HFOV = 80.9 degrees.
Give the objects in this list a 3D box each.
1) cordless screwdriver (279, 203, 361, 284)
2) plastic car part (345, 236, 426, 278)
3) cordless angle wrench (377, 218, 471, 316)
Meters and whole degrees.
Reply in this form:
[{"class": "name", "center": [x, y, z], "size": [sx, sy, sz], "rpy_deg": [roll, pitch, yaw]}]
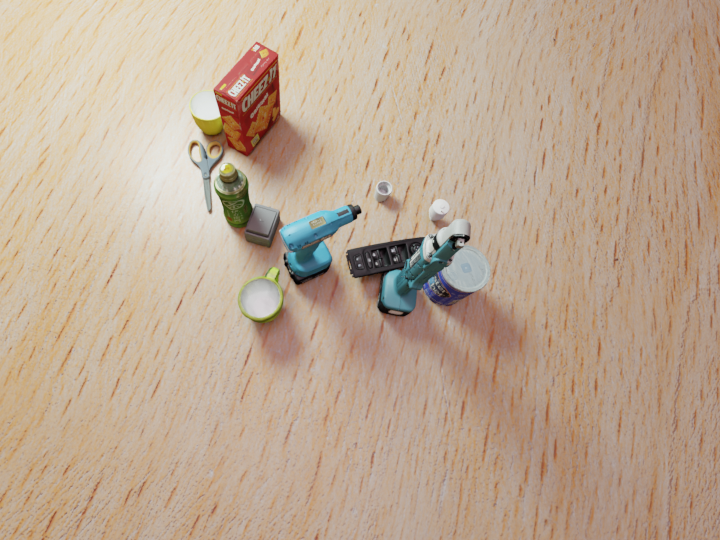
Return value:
[{"class": "cordless screwdriver", "center": [-0.086, -0.056, 0.879], "size": [0.157, 0.246, 0.076], "rpy_deg": [-25, 78, -15]}, {"class": "plastic car part", "center": [0.066, -0.028, 0.975], "size": [0.200, 0.066, 0.068], "rpy_deg": [-13, 74, -9]}, {"class": "cordless angle wrench", "center": [0.110, -0.002, 0.782], "size": [0.074, 0.419, 0.099], "rpy_deg": [12, 71, -6]}]
